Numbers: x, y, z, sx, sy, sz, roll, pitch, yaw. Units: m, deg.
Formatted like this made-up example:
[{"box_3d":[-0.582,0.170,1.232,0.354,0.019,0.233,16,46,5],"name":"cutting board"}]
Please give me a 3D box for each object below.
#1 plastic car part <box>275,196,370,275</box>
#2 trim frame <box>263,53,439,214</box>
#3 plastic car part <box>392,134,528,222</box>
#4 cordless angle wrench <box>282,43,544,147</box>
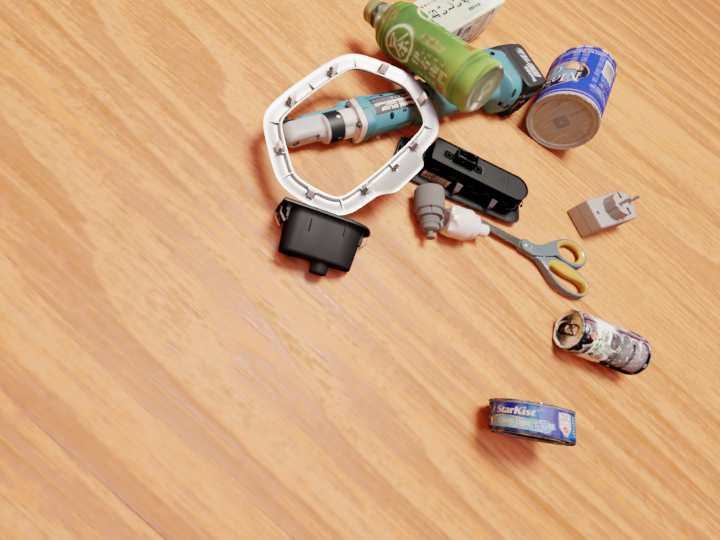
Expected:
[{"box_3d":[-0.048,-0.031,0.491,0.114,0.067,0.071,21,79,-13],"name":"plastic car part"},{"box_3d":[-0.005,-0.176,0.523,0.185,0.028,0.246,46,67,2],"name":"trim frame"},{"box_3d":[0.149,-0.135,0.592,0.200,0.067,0.067,26,56,-9],"name":"plastic car part"},{"box_3d":[0.080,-0.240,0.610,0.413,0.074,0.100,-22,78,-22],"name":"cordless angle wrench"}]
